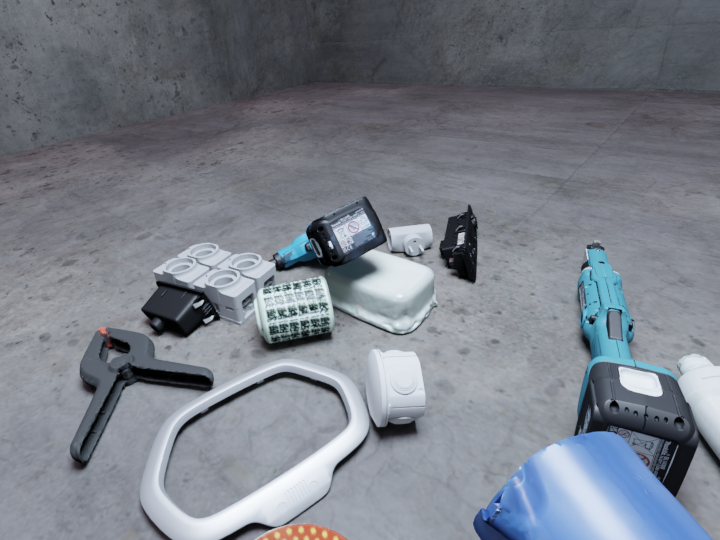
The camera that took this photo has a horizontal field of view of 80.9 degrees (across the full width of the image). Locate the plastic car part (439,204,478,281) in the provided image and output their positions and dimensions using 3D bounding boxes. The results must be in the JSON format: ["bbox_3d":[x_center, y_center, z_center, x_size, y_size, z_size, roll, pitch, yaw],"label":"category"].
[{"bbox_3d":[0.181,-0.054,0.765,0.069,0.064,0.202,-18,24,31],"label":"plastic car part"}]

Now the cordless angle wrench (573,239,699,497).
[{"bbox_3d":[0.307,0.065,0.526,0.077,0.095,0.418,8,29,20],"label":"cordless angle wrench"}]

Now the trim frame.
[{"bbox_3d":[-0.109,0.178,0.456,0.241,0.027,0.195,-23,34,-29],"label":"trim frame"}]

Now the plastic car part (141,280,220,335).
[{"bbox_3d":[-0.288,0.064,0.650,0.122,0.063,0.071,8,47,27],"label":"plastic car part"}]

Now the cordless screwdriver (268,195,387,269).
[{"bbox_3d":[-0.068,-0.044,0.691,0.157,0.074,0.254,-28,8,-15],"label":"cordless screwdriver"}]
